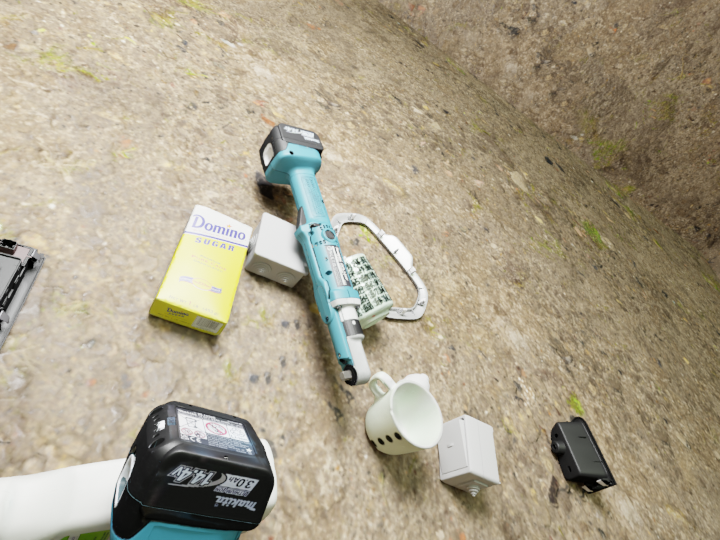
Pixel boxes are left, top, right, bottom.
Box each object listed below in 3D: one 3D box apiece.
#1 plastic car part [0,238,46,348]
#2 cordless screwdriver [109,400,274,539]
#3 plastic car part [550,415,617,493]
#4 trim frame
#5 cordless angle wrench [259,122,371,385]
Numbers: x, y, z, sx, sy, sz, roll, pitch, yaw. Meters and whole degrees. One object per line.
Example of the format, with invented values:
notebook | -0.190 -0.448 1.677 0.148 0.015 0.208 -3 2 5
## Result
plastic car part | -0.369 0.044 0.402 0.063 0.068 0.209 24 45 -32
cordless screwdriver | -0.166 0.224 0.294 0.153 0.077 0.249 20 89 -24
plastic car part | 0.373 0.320 0.742 0.069 0.065 0.121 6 47 -18
trim frame | 0.034 -0.014 0.795 0.254 0.028 0.179 49 40 12
cordless angle wrench | -0.062 -0.040 0.633 0.093 0.075 0.439 4 55 -37
